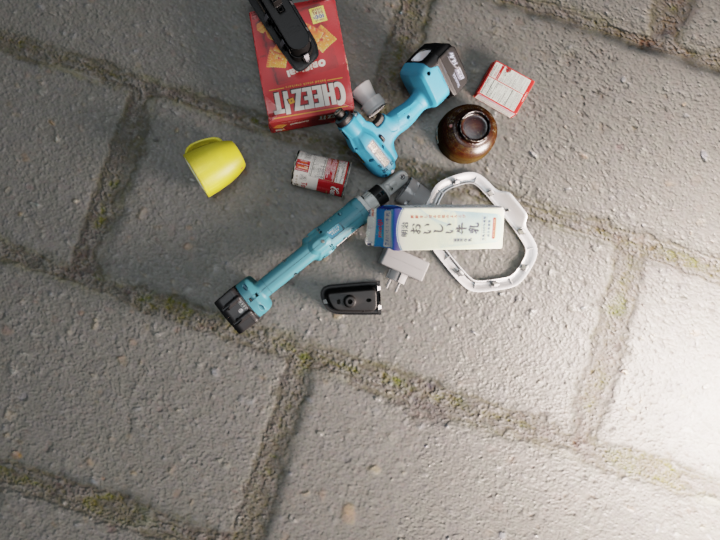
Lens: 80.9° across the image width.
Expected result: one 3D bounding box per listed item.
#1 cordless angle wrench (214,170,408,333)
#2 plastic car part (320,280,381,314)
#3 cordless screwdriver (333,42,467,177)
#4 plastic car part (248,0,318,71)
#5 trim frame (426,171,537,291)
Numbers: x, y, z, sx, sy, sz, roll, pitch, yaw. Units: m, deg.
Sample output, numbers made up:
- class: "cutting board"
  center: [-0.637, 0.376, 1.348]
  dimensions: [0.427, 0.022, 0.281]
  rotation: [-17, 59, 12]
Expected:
- class: "cordless angle wrench"
  center: [-0.076, -0.050, 0.782]
  dimensions: [0.422, 0.099, 0.074]
  rotation: [-39, 96, -5]
- class: "plastic car part"
  center: [-0.014, 0.055, 0.787]
  dimensions: [0.116, 0.071, 0.066]
  rotation: [-2, 89, -5]
- class: "cordless screwdriver"
  center: [0.069, -0.307, 0.764]
  dimensions: [0.248, 0.078, 0.150]
  rotation: [-50, 129, -1]
- class: "plastic car part"
  center: [-0.138, -0.449, 0.735]
  dimensions: [0.066, 0.068, 0.202]
  rotation: [-31, 93, -8]
- class: "trim frame"
  center: [0.230, -0.073, 0.814]
  dimensions: [0.184, 0.027, 0.250]
  rotation: [-37, 87, -2]
